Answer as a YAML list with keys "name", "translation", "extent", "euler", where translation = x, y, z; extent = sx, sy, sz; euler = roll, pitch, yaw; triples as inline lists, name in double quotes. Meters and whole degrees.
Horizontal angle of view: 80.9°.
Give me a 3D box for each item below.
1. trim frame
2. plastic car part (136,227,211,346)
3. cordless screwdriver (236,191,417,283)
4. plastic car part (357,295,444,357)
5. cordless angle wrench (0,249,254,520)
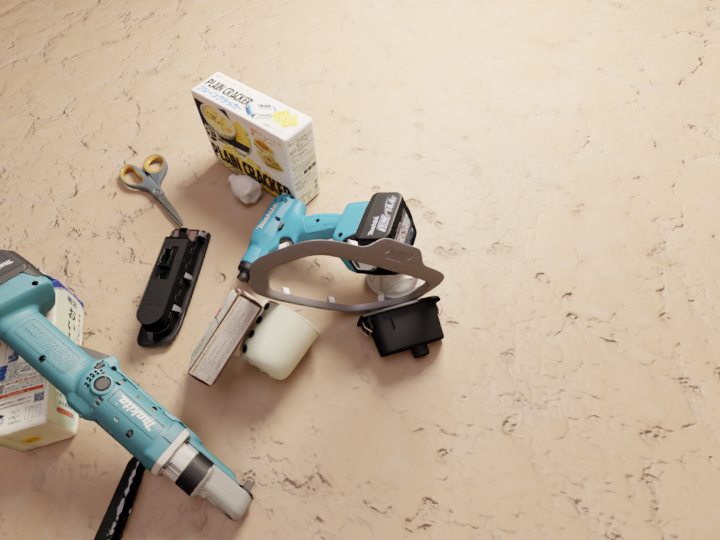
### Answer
- name: "trim frame"
  translation: [-0.015, 0.011, 0.502]
  extent: [0.236, 0.189, 0.028]
  euler: [16, 60, -35]
- name: "plastic car part"
  translation: [-0.281, 0.013, 0.629]
  extent: [0.066, 0.065, 0.208]
  euler: [5, 60, -2]
- name: "cordless screwdriver"
  translation: [-0.058, -0.038, 0.595]
  extent: [0.261, 0.070, 0.160]
  euler: [7, 56, 34]
- name: "plastic car part"
  translation: [0.062, 0.079, 0.553]
  extent: [0.115, 0.065, 0.073]
  euler: [-12, 72, -7]
- name: "cordless angle wrench"
  translation: [-0.297, 0.138, 0.487]
  extent: [0.429, 0.074, 0.097]
  euler: [37, 45, 7]
